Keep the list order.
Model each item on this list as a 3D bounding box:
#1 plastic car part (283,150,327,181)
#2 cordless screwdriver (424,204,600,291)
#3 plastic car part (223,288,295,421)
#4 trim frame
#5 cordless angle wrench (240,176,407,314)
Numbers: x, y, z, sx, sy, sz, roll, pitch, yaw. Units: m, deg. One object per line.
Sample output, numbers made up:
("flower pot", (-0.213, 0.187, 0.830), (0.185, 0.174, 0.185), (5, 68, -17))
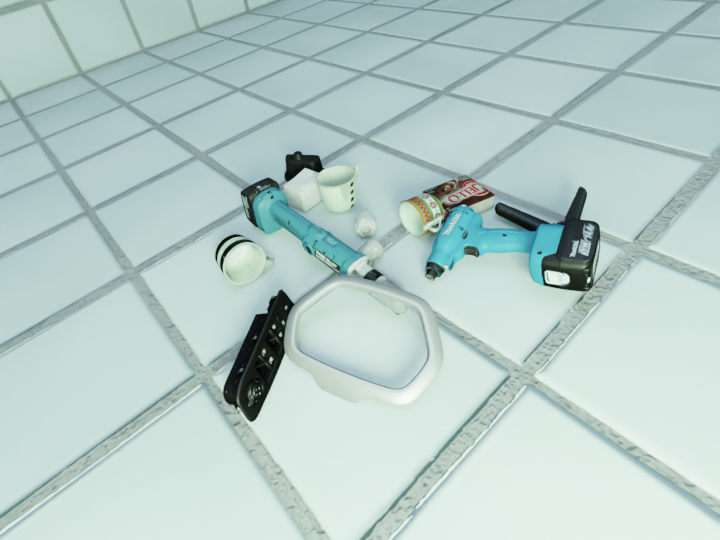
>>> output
("plastic car part", (-0.140, -0.255, 1.027), (0.121, 0.068, 0.066), (12, 46, 19))
("cordless screwdriver", (0.237, -0.025, 0.690), (0.262, 0.070, 0.159), (15, 59, 38))
("plastic car part", (-0.156, 0.125, 0.649), (0.069, 0.063, 0.207), (-7, 43, 18))
("trim frame", (-0.001, 0.099, 0.634), (0.259, 0.026, 0.185), (15, 64, 23))
("cordless angle wrench", (-0.078, -0.051, 0.794), (0.073, 0.094, 0.447), (-33, 50, -27))
